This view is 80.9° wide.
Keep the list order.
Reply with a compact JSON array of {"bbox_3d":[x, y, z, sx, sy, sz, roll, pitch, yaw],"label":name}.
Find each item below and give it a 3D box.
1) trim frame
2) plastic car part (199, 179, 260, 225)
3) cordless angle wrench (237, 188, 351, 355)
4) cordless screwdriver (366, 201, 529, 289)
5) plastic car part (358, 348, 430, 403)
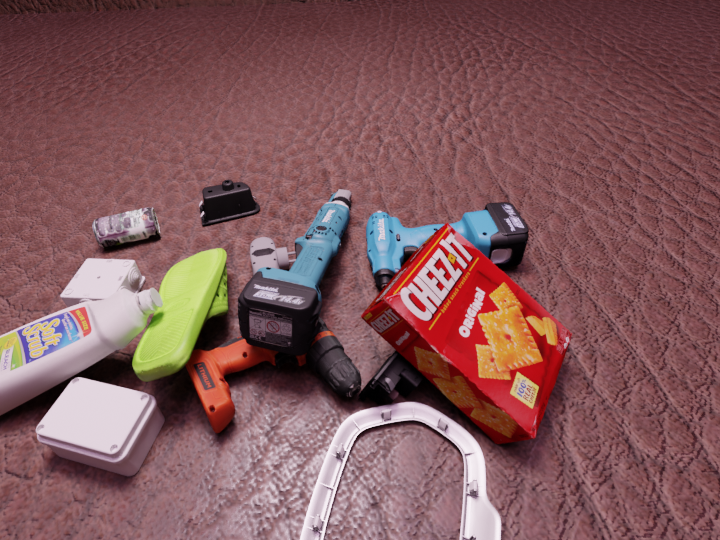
[{"bbox_3d":[0.042,0.246,0.428,0.189,0.027,0.250,12,44,14],"label":"trim frame"},{"bbox_3d":[-0.259,-0.140,0.818,0.115,0.068,0.069,-16,47,-10],"label":"plastic car part"},{"bbox_3d":[-0.065,-0.043,0.668,0.100,0.072,0.426,9,32,7],"label":"cordless angle wrench"},{"bbox_3d":[0.135,-0.036,0.685,0.251,0.071,0.164,-3,44,5],"label":"cordless screwdriver"},{"bbox_3d":[0.081,0.099,0.553,0.069,0.065,0.201,30,52,16],"label":"plastic car part"}]
